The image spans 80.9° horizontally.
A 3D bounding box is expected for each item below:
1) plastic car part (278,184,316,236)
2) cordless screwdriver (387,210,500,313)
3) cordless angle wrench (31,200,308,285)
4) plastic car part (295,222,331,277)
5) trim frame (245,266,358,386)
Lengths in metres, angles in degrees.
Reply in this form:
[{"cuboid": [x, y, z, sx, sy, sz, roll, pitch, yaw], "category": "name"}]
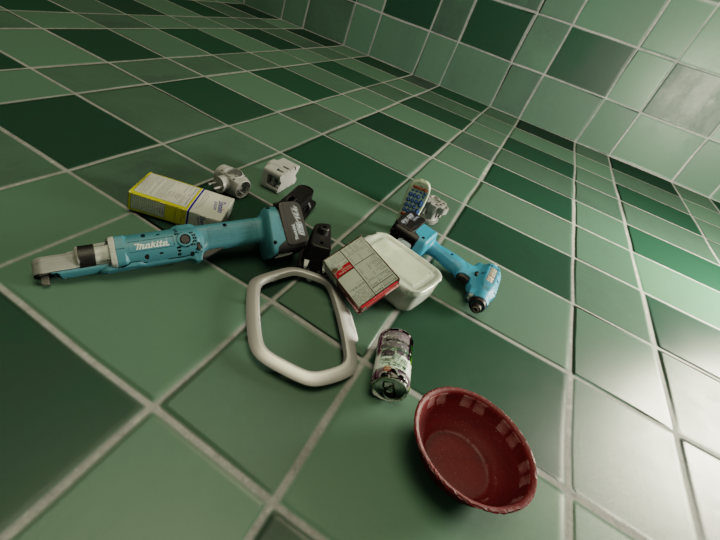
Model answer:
[{"cuboid": [-0.151, -0.133, 0.904, 0.068, 0.066, 0.202, 19, 32, 8], "category": "plastic car part"}, {"cuboid": [0.167, -0.016, 0.882, 0.255, 0.074, 0.157, 33, 37, 12], "category": "cordless screwdriver"}, {"cuboid": [-0.292, -0.043, 0.699, 0.408, 0.076, 0.099, -13, 82, -30], "category": "cordless angle wrench"}, {"cuboid": [-0.080, -0.052, 0.817, 0.065, 0.070, 0.120, 15, 38, -11], "category": "plastic car part"}, {"cuboid": [-0.092, 0.078, 0.676, 0.179, 0.027, 0.260, 4, 36, -19], "category": "trim frame"}]
